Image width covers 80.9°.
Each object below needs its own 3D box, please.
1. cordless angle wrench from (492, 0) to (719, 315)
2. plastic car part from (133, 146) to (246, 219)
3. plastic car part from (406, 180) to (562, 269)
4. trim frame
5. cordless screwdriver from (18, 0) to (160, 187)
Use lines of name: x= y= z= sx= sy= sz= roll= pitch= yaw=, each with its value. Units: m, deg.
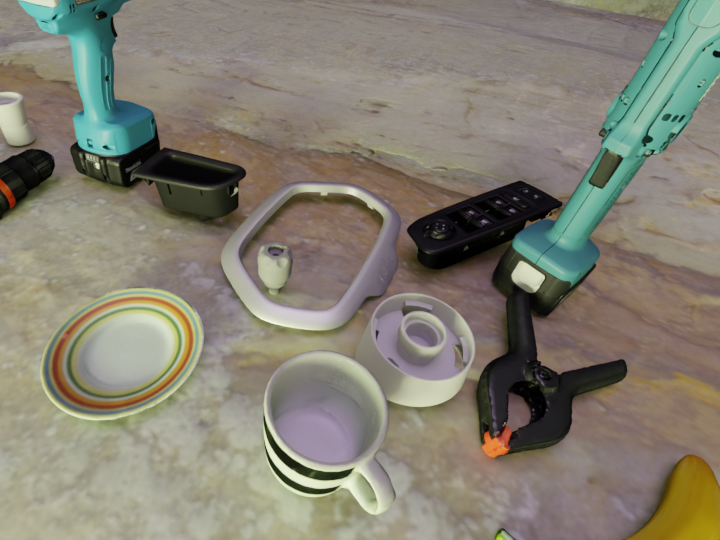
cordless angle wrench: x=0.237 y=-0.127 z=0.353 sx=0.095 sy=0.413 sz=0.078 roll=-27 pitch=57 yaw=-33
plastic car part: x=-0.196 y=-0.095 z=0.507 sx=0.118 sy=0.069 sz=0.066 roll=16 pitch=45 yaw=7
plastic car part: x=0.141 y=-0.053 z=0.512 sx=0.197 sy=0.065 sz=0.070 roll=-19 pitch=51 yaw=-24
trim frame: x=-0.048 y=-0.032 z=0.493 sx=0.189 sy=0.027 sz=0.248 roll=20 pitch=46 yaw=12
cordless screwdriver: x=-0.298 y=-0.237 z=0.512 sx=0.075 sy=0.243 sz=0.160 roll=18 pitch=45 yaw=5
